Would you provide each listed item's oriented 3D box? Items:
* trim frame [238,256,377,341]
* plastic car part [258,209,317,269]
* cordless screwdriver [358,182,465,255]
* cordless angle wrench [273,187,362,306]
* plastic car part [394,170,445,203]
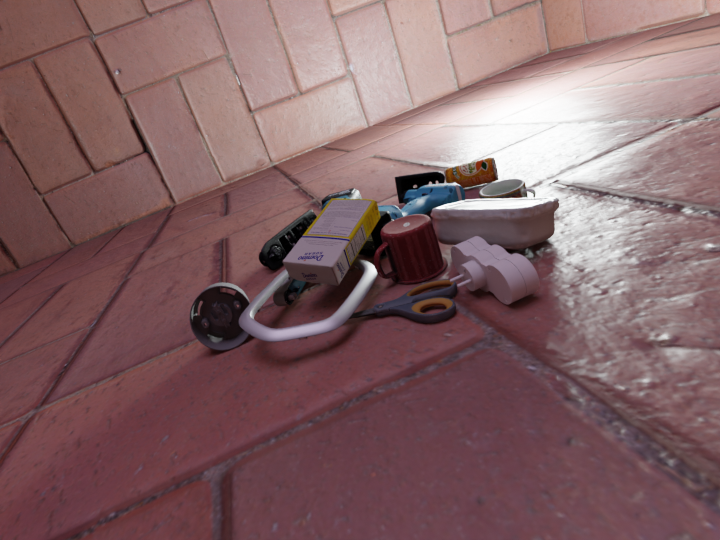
[{"bbox_3d":[-0.078,0.033,0.652,0.192,0.026,0.247,4,33,25],"label":"trim frame"},{"bbox_3d":[-0.167,-0.068,0.977,0.069,0.065,0.200,-17,21,38],"label":"plastic car part"},{"bbox_3d":[0.075,-0.115,0.861,0.243,0.072,0.167,-30,24,-30],"label":"cordless screwdriver"},{"bbox_3d":[-0.086,-0.056,0.876,0.101,0.072,0.424,-12,27,23],"label":"cordless angle wrench"},{"bbox_3d":[0.151,-0.204,1.013,0.121,0.065,0.069,-5,12,27],"label":"plastic car part"}]
